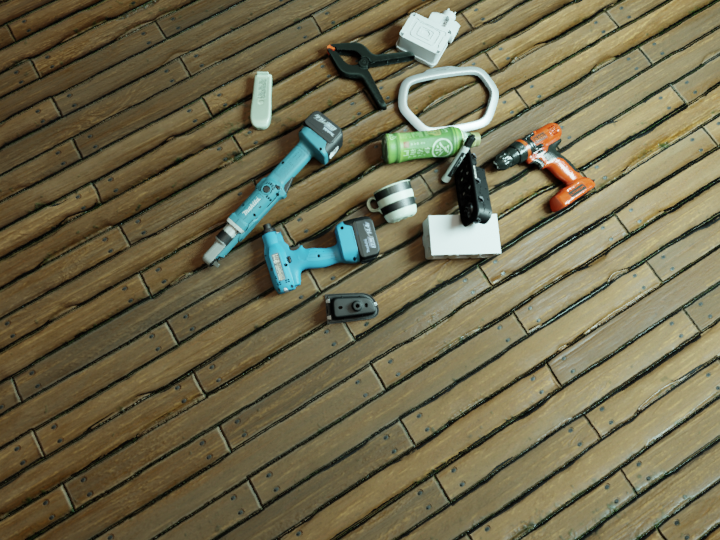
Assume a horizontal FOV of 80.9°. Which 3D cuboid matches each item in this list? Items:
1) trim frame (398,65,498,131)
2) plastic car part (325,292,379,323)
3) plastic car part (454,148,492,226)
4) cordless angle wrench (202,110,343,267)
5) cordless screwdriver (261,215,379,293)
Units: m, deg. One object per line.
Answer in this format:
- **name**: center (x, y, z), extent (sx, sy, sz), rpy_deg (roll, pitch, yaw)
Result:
- **trim frame**: center (0.213, -0.417, 1.028), extent (0.248, 0.027, 0.186), rpy_deg (-11, 80, -1)
- **plastic car part**: center (-0.017, 0.078, 0.906), extent (0.117, 0.070, 0.067), rpy_deg (-5, 82, 0)
- **plastic car part**: center (0.247, -0.172, 0.924), extent (0.065, 0.067, 0.207), rpy_deg (22, 50, -18)
- **cordless angle wrench**: center (-0.207, -0.177, 0.959), extent (0.099, 0.073, 0.422), rpy_deg (40, 84, 5)
- **cordless screwdriver**: center (-0.091, -0.060, 0.934), extent (0.249, 0.073, 0.162), rpy_deg (-19, 80, 0)
